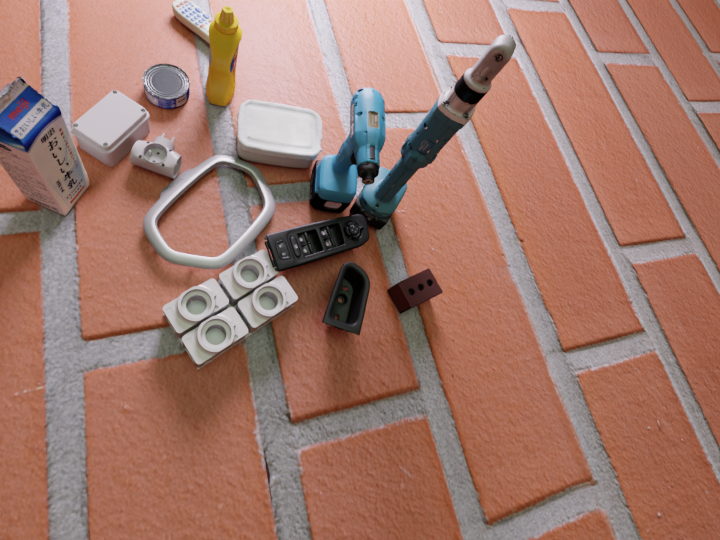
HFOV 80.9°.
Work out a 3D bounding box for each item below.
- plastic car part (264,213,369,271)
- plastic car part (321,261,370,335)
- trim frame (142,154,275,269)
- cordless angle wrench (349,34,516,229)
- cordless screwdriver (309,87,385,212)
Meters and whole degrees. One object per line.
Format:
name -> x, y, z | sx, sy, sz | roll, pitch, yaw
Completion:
plastic car part -> -0.074, -0.049, 0.762 | 0.198, 0.067, 0.068 | -19, 77, -23
plastic car part -> -0.028, 0.051, 0.732 | 0.065, 0.071, 0.118 | 21, 64, -11
trim frame -> -0.263, -0.109, 0.753 | 0.184, 0.027, 0.248 | 35, 63, 0
cordless angle wrench -> 0.096, -0.194, 0.673 | 0.074, 0.426, 0.098 | 33, 63, -8
cordless screwdriver -> -0.024, -0.170, 0.726 | 0.072, 0.250, 0.162 | 8, 68, -18
